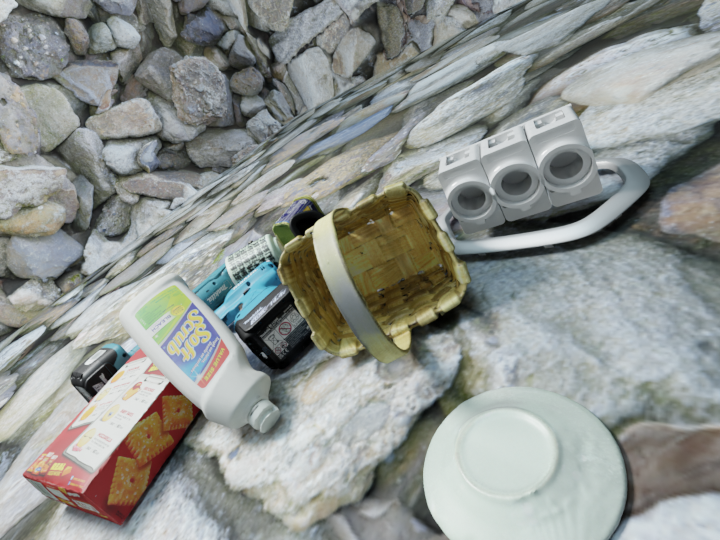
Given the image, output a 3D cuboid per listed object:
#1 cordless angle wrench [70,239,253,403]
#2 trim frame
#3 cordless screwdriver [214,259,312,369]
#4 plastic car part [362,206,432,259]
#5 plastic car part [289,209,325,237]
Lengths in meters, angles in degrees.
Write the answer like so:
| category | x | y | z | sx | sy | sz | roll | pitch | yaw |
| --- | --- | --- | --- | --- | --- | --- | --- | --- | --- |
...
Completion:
| category | x | y | z | sx | sy | sz | roll | pitch | yaw |
| --- | --- | --- | --- | --- | --- | --- | --- | --- | --- |
| cordless angle wrench | -0.315 | 0.075 | 0.784 | 0.077 | 0.095 | 0.419 | -11 | 29 | 40 |
| trim frame | 0.207 | -0.080 | 0.527 | 0.259 | 0.026 | 0.183 | -9 | 35 | 42 |
| cordless screwdriver | -0.160 | 0.069 | 0.630 | 0.158 | 0.072 | 0.259 | -42 | 23 | -10 |
| plastic car part | 0.007 | -0.018 | 0.590 | 0.205 | 0.065 | 0.068 | -33 | 14 | 12 |
| plastic car part | -0.068 | -0.044 | 0.692 | 0.065 | 0.117 | 0.071 | -37 | -1 | -11 |
